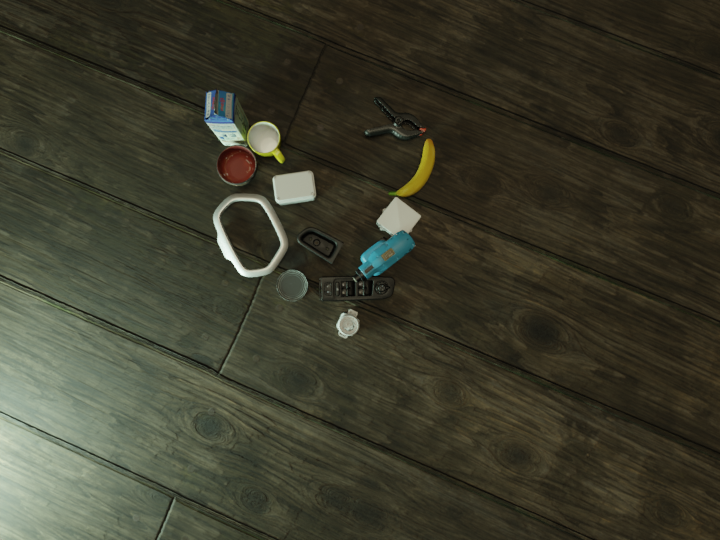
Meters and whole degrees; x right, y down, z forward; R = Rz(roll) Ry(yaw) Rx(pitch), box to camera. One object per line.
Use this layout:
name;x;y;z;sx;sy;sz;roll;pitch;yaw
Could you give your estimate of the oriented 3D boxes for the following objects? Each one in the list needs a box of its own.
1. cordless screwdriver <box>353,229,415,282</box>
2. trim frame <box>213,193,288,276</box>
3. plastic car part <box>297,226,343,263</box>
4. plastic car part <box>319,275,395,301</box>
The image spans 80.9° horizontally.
cordless screwdriver;0.041;-0.025;1.059;0.159;0.248;0.074;-38;91;-4
trim frame;-0.310;-0.102;1.181;0.184;0.027;0.250;-28;85;-2
plastic car part;-0.113;-0.074;1.154;0.117;0.070;0.066;30;86;1
plastic car part;-0.010;0.048;1.144;0.203;0.067;0.066;-1;87;0
